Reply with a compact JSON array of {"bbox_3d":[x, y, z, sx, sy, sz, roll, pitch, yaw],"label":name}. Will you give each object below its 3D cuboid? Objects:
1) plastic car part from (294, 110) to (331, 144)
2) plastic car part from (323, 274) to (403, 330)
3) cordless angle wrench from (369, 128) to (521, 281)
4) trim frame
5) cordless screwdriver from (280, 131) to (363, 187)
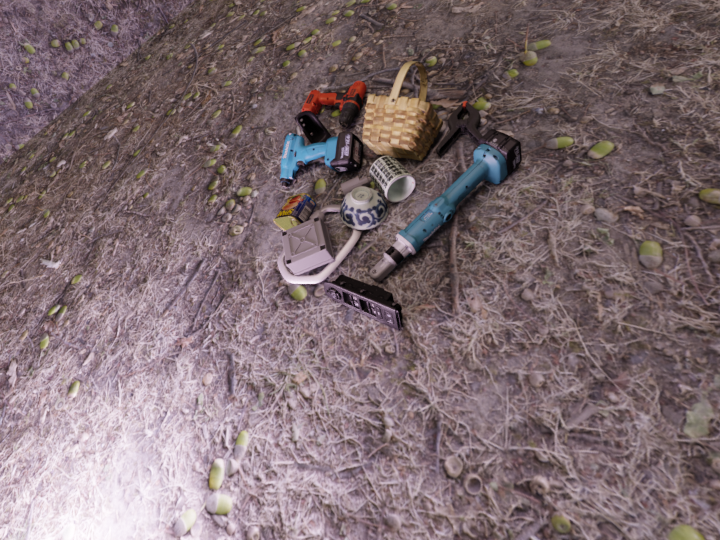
[{"bbox_3d":[-0.156,-0.434,1.281,0.066,0.111,0.074,-44,28,-7],"label":"plastic car part"},{"bbox_3d":[0.006,0.055,0.909,0.214,0.063,0.067,16,58,33],"label":"plastic car part"},{"bbox_3d":[0.176,-0.131,0.931,0.422,0.093,0.078,-44,55,-2],"label":"cordless angle wrench"},{"bbox_3d":[-0.104,-0.068,1.065,0.195,0.026,0.248,31,78,36],"label":"trim frame"},{"bbox_3d":[-0.121,-0.310,1.195,0.261,0.070,0.160,8,83,30],"label":"cordless screwdriver"}]
